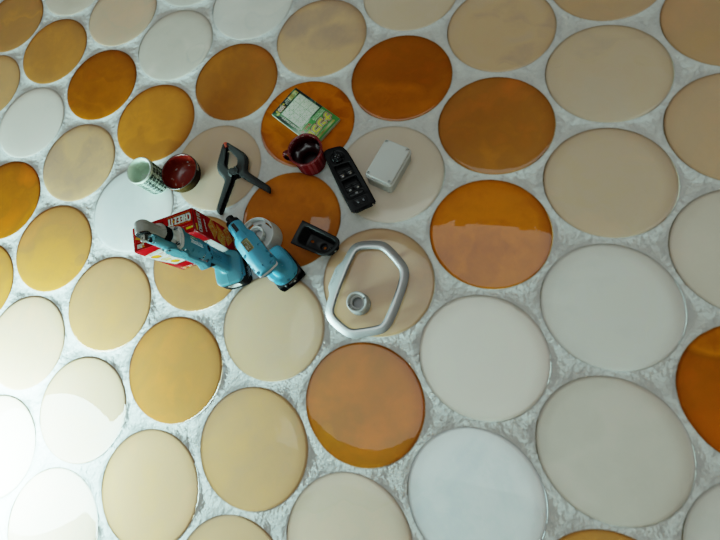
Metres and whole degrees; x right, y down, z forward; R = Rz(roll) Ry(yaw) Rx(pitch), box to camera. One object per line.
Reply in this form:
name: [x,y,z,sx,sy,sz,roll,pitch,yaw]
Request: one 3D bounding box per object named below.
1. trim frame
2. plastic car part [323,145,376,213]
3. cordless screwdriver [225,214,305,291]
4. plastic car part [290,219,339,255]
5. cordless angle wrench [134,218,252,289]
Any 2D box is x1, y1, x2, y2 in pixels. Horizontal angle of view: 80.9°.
trim frame: [0.013,0.043,1.026,0.190,0.026,0.249,18,81,17]
plastic car part: [-0.030,-0.233,1.088,0.067,0.065,0.209,-27,72,4]
cordless screwdriver: [-0.223,-0.038,0.991,0.074,0.241,0.164,-40,74,-1]
plastic car part: [-0.104,-0.068,1.061,0.120,0.068,0.066,25,83,17]
cordless angle wrench: [-0.358,-0.039,0.934,0.075,0.409,0.100,-18,76,5]
